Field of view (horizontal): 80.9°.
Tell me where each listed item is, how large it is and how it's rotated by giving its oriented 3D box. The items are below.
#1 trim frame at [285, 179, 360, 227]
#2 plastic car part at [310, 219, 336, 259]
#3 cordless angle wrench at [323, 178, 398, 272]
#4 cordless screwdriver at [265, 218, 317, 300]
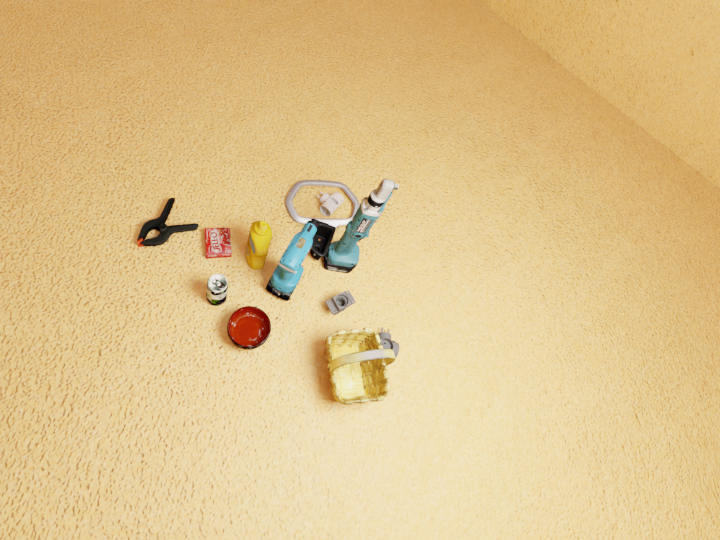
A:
[{"bbox_3d":[-0.121,-0.216,1.375,0.242,0.027,0.190,0,63,-15],"label":"trim frame"},{"bbox_3d":[-0.125,-0.082,1.277,0.065,0.071,0.118,20,60,-8],"label":"plastic car part"},{"bbox_3d":[-0.005,-0.113,1.123,0.096,0.422,0.076,11,63,-15],"label":"cordless angle wrench"},{"bbox_3d":[-0.178,-0.026,1.131,0.074,0.248,0.160,29,59,-5],"label":"cordless screwdriver"}]
